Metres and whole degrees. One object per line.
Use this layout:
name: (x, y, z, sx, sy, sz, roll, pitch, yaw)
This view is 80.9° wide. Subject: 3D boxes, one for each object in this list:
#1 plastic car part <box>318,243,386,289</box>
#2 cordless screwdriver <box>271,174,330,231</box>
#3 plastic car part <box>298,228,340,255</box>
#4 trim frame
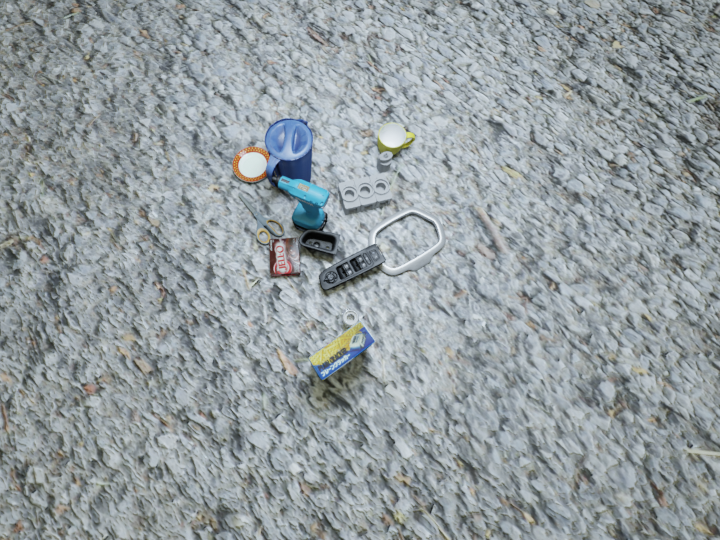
plastic car part: (-0.030, -0.004, 1.242, 0.201, 0.066, 0.068, -26, 76, -8)
cordless screwdriver: (-0.169, -0.188, 1.210, 0.161, 0.245, 0.074, 24, 74, 4)
plastic car part: (-0.124, -0.081, 1.266, 0.117, 0.070, 0.067, 13, 74, 3)
trim frame: (0.139, -0.090, 1.288, 0.246, 0.027, 0.189, -31, 74, -9)
